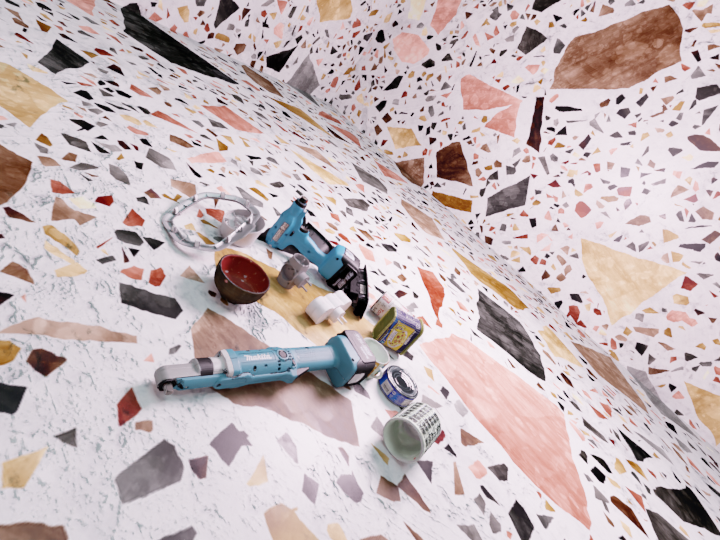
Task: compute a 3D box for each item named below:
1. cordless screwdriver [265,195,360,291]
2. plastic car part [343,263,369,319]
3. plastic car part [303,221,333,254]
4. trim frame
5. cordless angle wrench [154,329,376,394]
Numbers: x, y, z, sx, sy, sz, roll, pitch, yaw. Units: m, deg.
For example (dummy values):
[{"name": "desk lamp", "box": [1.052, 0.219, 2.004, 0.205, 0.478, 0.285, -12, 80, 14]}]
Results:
[{"name": "cordless screwdriver", "box": [-0.107, -0.070, 1.092, 0.245, 0.160, 0.075, 36, 24, -7]}, {"name": "plastic car part", "box": [-0.011, 0.047, 1.140, 0.067, 0.065, 0.206, 9, 28, 0]}, {"name": "plastic car part", "box": [-0.135, -0.069, 1.186, 0.118, 0.066, 0.069, 44, 40, 7]}, {"name": "trim frame", "box": [-0.332, -0.120, 0.965, 0.187, 0.027, 0.248, 24, 35, 6]}, {"name": "cordless angle wrench", "box": [-0.145, 0.163, 0.730, 0.401, 0.074, 0.103, 6, 38, -45]}]
